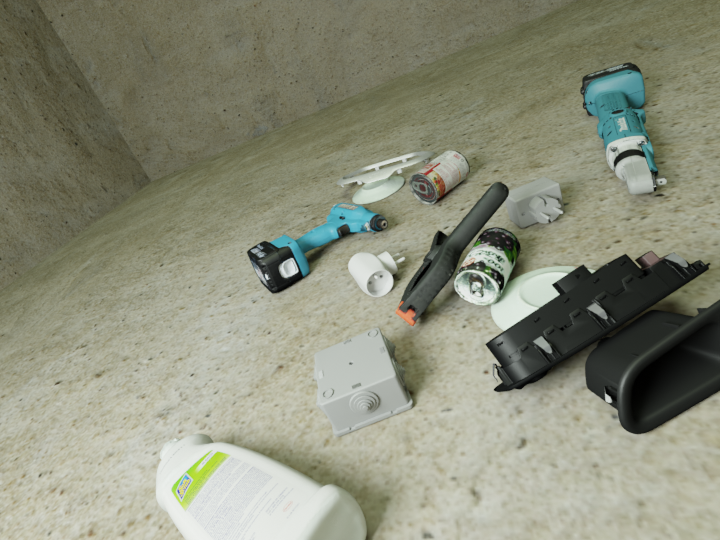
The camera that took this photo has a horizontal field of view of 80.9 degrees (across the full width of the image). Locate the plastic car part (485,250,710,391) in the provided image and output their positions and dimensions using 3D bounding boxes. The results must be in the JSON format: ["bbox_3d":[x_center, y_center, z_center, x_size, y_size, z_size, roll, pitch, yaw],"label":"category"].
[{"bbox_3d":[0.198,0.040,0.385,0.203,0.068,0.065,-37,-10,0],"label":"plastic car part"}]

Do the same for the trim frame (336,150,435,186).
[{"bbox_3d":[0.057,-0.245,1.024,0.256,0.027,0.183,-10,20,22],"label":"trim frame"}]

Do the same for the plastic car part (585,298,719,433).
[{"bbox_3d":[0.235,0.072,0.347,0.116,0.065,0.072,-30,11,-1],"label":"plastic car part"}]

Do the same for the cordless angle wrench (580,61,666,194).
[{"bbox_3d":[0.429,-0.237,0.695,0.102,0.071,0.424,-9,35,31],"label":"cordless angle wrench"}]

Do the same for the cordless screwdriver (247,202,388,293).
[{"bbox_3d":[-0.077,-0.051,0.792,0.244,0.072,0.168,-33,28,-22],"label":"cordless screwdriver"}]
